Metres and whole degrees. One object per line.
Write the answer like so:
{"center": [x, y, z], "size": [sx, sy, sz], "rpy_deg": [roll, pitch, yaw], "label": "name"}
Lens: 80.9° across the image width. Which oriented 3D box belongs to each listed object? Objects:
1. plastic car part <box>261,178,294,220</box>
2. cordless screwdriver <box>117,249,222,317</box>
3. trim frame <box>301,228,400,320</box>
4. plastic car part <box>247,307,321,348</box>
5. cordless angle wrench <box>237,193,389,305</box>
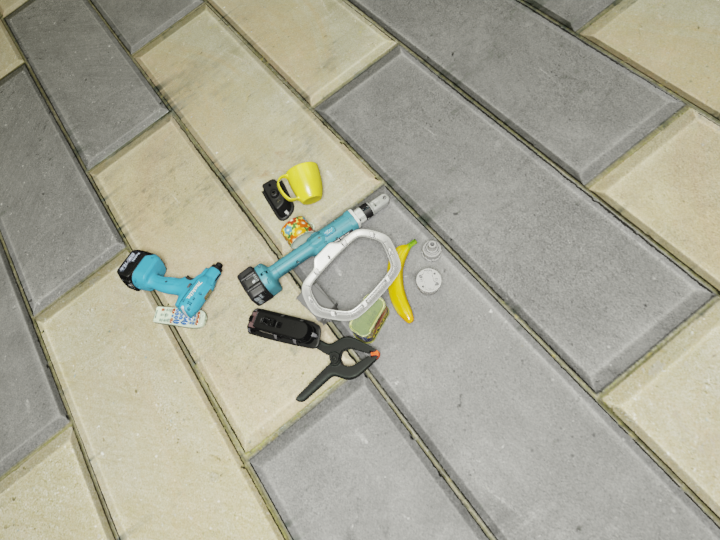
{"center": [-0.224, -0.198, 1.129], "size": [0.066, 0.068, 0.121], "rpy_deg": [-31, 65, 0], "label": "plastic car part"}
{"center": [-0.493, 0.011, 1.107], "size": [0.257, 0.072, 0.160], "rpy_deg": [19, 57, 16], "label": "cordless screwdriver"}
{"center": [-0.024, 0.005, 0.959], "size": [0.194, 0.026, 0.247], "rpy_deg": [37, 78, 32], "label": "trim frame"}
{"center": [-0.185, 0.129, 0.985], "size": [0.212, 0.064, 0.067], "rpy_deg": [10, 64, 25], "label": "plastic car part"}
{"center": [-0.102, -0.067, 1.046], "size": [0.421, 0.095, 0.077], "rpy_deg": [-35, 73, -5], "label": "cordless angle wrench"}
